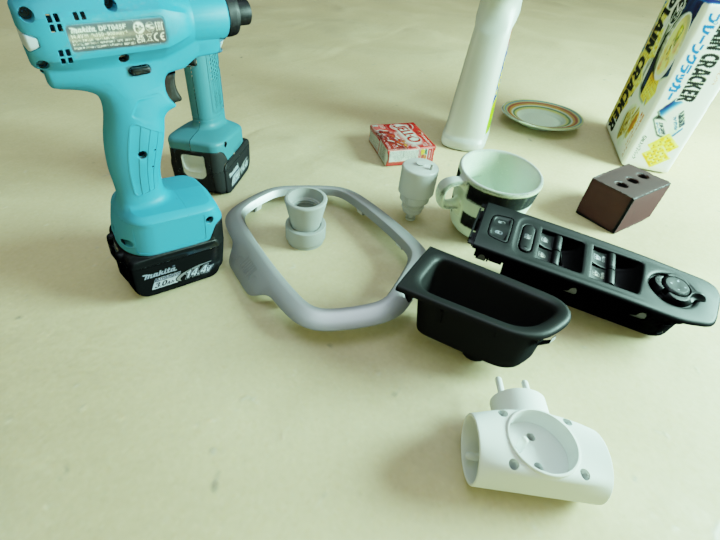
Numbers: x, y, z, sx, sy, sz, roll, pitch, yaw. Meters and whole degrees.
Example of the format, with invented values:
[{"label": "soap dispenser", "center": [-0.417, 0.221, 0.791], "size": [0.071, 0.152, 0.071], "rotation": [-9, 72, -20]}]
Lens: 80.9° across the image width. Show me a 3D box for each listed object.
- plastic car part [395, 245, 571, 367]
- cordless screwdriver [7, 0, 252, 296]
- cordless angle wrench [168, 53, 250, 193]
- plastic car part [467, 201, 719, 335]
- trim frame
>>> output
[{"label": "plastic car part", "center": [0.091, 0.040, 0.339], "size": [0.122, 0.069, 0.065], "rotation": [26, 45, 24]}, {"label": "cordless screwdriver", "center": [-0.160, -0.104, 0.362], "size": [0.155, 0.242, 0.078], "rotation": [-24, 49, -29]}, {"label": "cordless angle wrench", "center": [-0.176, -0.280, 0.434], "size": [0.075, 0.411, 0.099], "rotation": [11, 41, 4]}, {"label": "plastic car part", "center": [0.199, 0.006, 0.385], "size": [0.210, 0.065, 0.066], "rotation": [20, 43, 19]}, {"label": "trim frame", "center": [-0.043, -0.028, 0.444], "size": [0.179, 0.027, 0.263], "rotation": [-22, 47, -25]}]
